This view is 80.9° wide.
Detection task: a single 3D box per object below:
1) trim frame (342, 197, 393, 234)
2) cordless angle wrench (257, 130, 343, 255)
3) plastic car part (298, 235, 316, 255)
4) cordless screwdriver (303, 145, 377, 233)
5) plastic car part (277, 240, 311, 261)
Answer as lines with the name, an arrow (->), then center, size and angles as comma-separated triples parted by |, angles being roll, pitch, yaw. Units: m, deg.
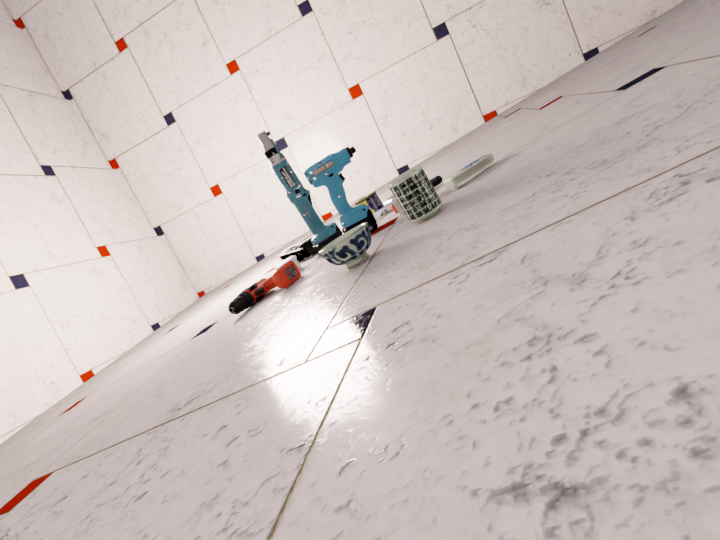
trim frame -> 0.029, -0.180, 1.445 | 0.249, 0.027, 0.186 | -32, 11, 4
cordless angle wrench -> -0.195, -0.240, 1.302 | 0.097, 0.419, 0.076 | -33, 5, -12
plastic car part -> -0.137, -0.089, 1.397 | 0.119, 0.070, 0.065 | -29, 9, 22
cordless screwdriver -> -0.031, -0.216, 1.193 | 0.160, 0.246, 0.075 | -32, 5, 3
plastic car part -> -0.233, -0.065, 1.570 | 0.065, 0.066, 0.209 | -38, 11, -34
